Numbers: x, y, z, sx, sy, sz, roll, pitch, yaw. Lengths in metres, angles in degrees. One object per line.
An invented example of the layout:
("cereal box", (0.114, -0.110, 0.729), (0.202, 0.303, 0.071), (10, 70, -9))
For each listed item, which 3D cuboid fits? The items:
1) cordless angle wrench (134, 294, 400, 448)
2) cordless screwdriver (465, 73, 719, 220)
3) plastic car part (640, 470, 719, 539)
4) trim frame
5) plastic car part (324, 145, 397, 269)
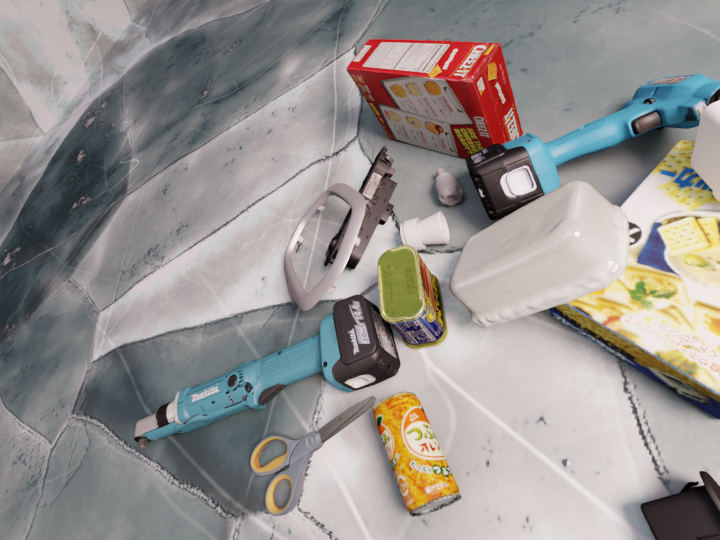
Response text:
("cordless angle wrench", (-0.156, 0.159, 0.578), (0.431, 0.070, 0.102), (-25, 51, 19))
("cordless screwdriver", (0.251, -0.137, 0.465), (0.253, 0.073, 0.160), (-23, 16, 17))
("plastic car part", (0.250, 0.216, 0.299), (0.072, 0.062, 0.121), (-37, 44, 25))
("trim frame", (-0.059, -0.039, 0.606), (0.184, 0.026, 0.259), (-57, 27, 7))
("plastic car part", (0.006, -0.083, 0.634), (0.203, 0.066, 0.067), (-61, 11, -17))
